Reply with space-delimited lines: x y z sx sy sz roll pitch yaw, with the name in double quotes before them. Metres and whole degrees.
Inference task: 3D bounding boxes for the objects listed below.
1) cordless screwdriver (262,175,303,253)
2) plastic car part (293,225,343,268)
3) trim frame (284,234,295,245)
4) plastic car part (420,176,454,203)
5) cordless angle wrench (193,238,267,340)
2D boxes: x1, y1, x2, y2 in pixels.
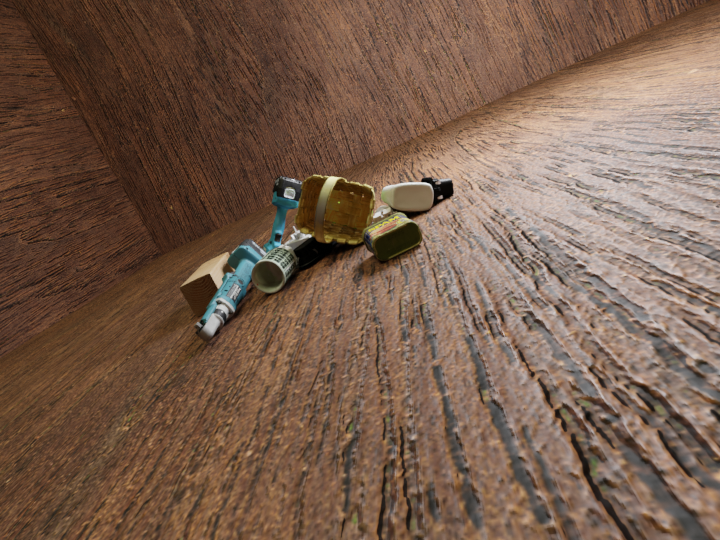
"cordless screwdriver" -0.231 -0.148 1.240 0.072 0.248 0.165 13 5 -21
"plastic car part" -0.106 -0.069 1.080 0.069 0.065 0.200 -6 29 36
"trim frame" -0.148 -0.120 1.337 0.181 0.027 0.260 -36 22 -26
"plastic car part" 0.196 -0.207 1.054 0.071 0.065 0.118 -10 14 0
"cordless angle wrench" -0.303 0.042 1.006 0.075 0.095 0.431 -43 18 15
